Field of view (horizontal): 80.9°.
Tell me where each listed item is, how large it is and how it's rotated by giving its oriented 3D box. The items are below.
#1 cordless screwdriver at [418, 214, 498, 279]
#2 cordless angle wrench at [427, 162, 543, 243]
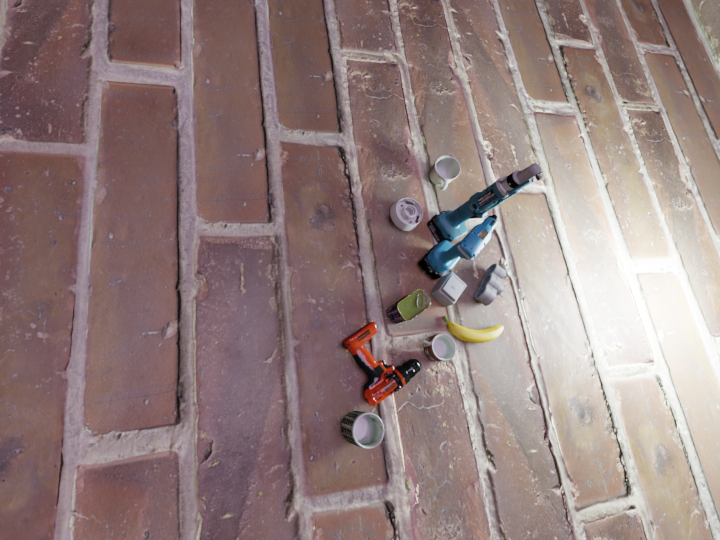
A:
[{"bbox_3d":[0.279,-0.068,1.196,0.074,0.251,0.157,46,65,-3],"label":"cordless screwdriver"},{"bbox_3d":[0.330,-0.182,1.155,0.073,0.427,0.099,-26,85,-25],"label":"cordless angle wrench"}]
